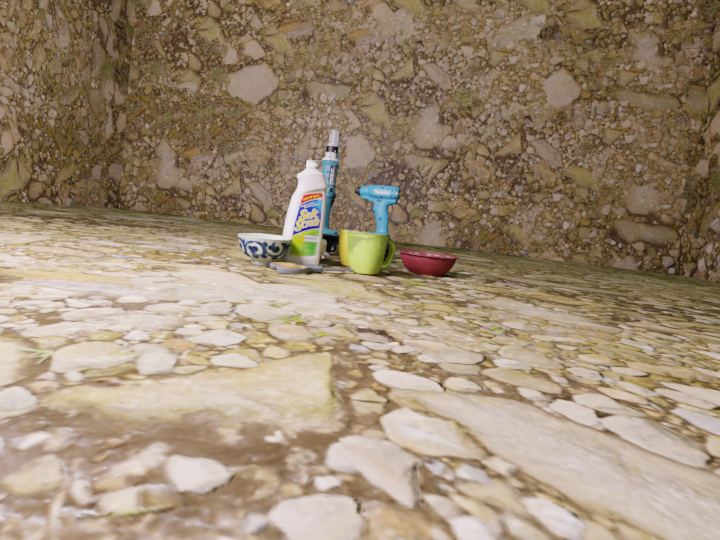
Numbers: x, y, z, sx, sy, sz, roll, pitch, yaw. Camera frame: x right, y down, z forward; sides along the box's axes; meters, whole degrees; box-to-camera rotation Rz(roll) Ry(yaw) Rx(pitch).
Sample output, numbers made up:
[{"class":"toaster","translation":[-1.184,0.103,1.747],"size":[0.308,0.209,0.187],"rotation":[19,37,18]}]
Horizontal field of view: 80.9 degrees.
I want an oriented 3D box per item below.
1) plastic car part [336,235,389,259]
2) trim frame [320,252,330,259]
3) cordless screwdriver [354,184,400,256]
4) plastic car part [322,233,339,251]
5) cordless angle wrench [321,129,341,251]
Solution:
[{"class":"plastic car part","translation":[0.007,-0.070,1.351],"size":[0.214,0.067,0.063],"rotation":[12,7,39]},{"class":"trim frame","translation":[-0.210,-0.059,1.220],"size":[0.248,0.027,0.185],"rotation":[6,7,-1]},{"class":"cordless screwdriver","translation":[0.045,-0.171,1.462],"size":[0.165,0.248,0.072],"rotation":[9,4,22]},{"class":"plastic car part","translation":[-0.130,-0.085,1.331],"size":[0.069,0.070,0.111],"rotation":[11,7,38]},{"class":"cordless angle wrench","translation":[-0.115,-0.278,1.475],"size":[0.093,0.421,0.078],"rotation":[4,5,-36]}]
